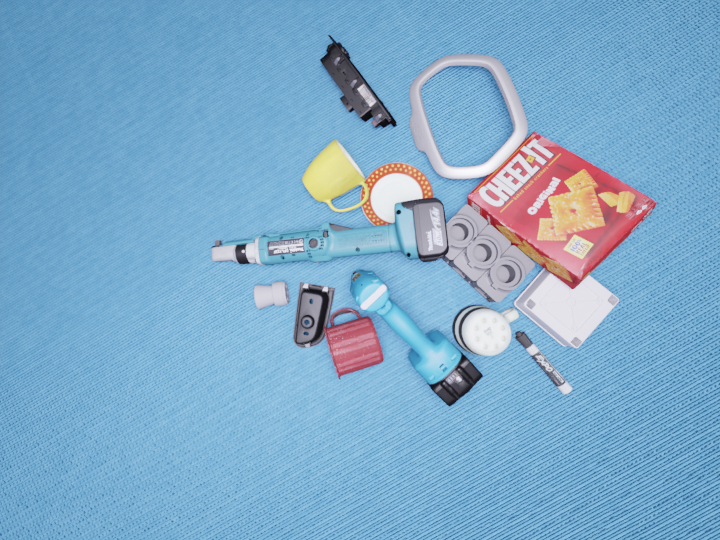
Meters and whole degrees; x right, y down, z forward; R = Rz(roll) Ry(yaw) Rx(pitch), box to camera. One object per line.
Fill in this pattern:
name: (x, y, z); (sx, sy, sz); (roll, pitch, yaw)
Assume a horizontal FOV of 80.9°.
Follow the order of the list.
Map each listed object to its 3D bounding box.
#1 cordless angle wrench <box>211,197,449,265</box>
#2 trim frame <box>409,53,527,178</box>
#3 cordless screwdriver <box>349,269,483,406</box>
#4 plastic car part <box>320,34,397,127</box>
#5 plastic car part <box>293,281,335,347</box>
cordless angle wrench: (-0.071, -0.047, 0.728); (0.434, 0.072, 0.099); (-5, 84, 17)
trim frame: (0.180, -0.276, 0.747); (0.188, 0.026, 0.254); (-19, 74, 17)
cordless screwdriver: (0.076, 0.094, 0.700); (0.074, 0.161, 0.245); (-44, 99, 2)
plastic car part: (-0.012, -0.342, 0.786); (0.068, 0.064, 0.205); (-33, 82, 26)
plastic car part: (-0.088, 0.081, 0.738); (0.067, 0.070, 0.117); (9, 82, 5)
